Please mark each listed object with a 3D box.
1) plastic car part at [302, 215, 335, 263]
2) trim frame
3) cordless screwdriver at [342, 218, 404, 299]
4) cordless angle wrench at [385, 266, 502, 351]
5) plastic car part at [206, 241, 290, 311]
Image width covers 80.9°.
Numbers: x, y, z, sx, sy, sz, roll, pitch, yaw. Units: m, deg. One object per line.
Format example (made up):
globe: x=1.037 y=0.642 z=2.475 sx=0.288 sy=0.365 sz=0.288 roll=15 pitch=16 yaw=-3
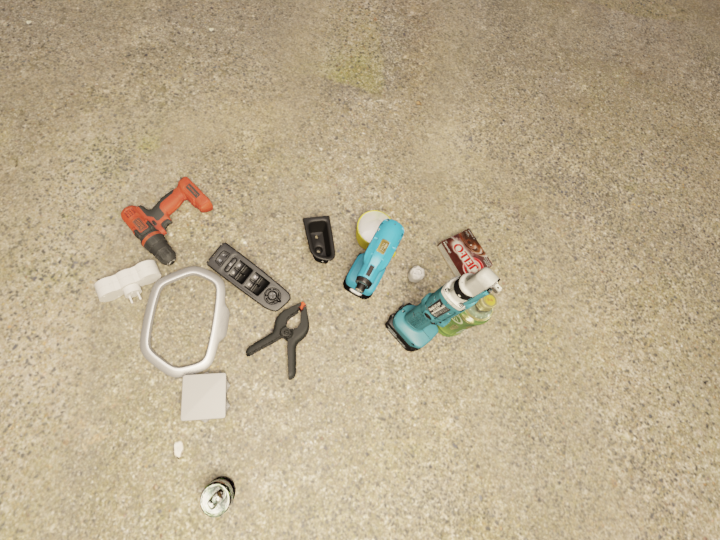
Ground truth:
plastic car part: x=-0.100 y=-0.065 z=1.021 sx=0.065 sy=0.070 sz=0.119 roll=-8 pitch=70 yaw=-11
trim frame: x=-0.389 y=0.110 z=0.945 sx=0.183 sy=0.027 sz=0.253 roll=4 pitch=68 yaw=-4
cordless screwdriver: x=0.015 y=0.004 z=0.909 sx=0.075 sy=0.247 sz=0.159 roll=29 pitch=68 yaw=0
cordless angle wrench: x=0.146 y=0.072 z=0.802 sx=0.073 sy=0.419 sz=0.100 roll=-38 pitch=82 yaw=-20
plastic car part: x=-0.254 y=0.025 z=0.971 sx=0.206 sy=0.066 sz=0.066 roll=35 pitch=69 yaw=8
